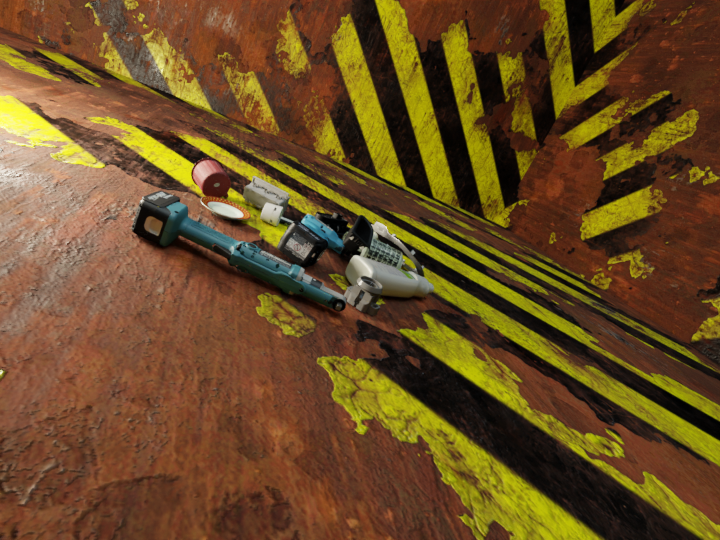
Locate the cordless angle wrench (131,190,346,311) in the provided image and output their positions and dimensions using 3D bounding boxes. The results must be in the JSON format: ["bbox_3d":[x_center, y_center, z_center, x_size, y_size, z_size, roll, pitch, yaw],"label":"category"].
[{"bbox_3d":[-0.219,-0.025,0.808,0.421,0.074,0.099,26,18,-2],"label":"cordless angle wrench"}]

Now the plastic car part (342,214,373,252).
[{"bbox_3d":[-0.012,-0.088,1.101,0.064,0.072,0.118,43,28,-15],"label":"plastic car part"}]

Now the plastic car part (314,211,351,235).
[{"bbox_3d":[-0.087,-0.140,1.265,0.069,0.067,0.194,41,22,22],"label":"plastic car part"}]

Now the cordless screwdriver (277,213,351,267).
[{"bbox_3d":[-0.103,-0.067,1.050,0.160,0.074,0.248,34,15,0],"label":"cordless screwdriver"}]

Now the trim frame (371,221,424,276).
[{"bbox_3d":[0.100,-0.063,1.204,0.176,0.027,0.261,50,-4,-30],"label":"trim frame"}]
